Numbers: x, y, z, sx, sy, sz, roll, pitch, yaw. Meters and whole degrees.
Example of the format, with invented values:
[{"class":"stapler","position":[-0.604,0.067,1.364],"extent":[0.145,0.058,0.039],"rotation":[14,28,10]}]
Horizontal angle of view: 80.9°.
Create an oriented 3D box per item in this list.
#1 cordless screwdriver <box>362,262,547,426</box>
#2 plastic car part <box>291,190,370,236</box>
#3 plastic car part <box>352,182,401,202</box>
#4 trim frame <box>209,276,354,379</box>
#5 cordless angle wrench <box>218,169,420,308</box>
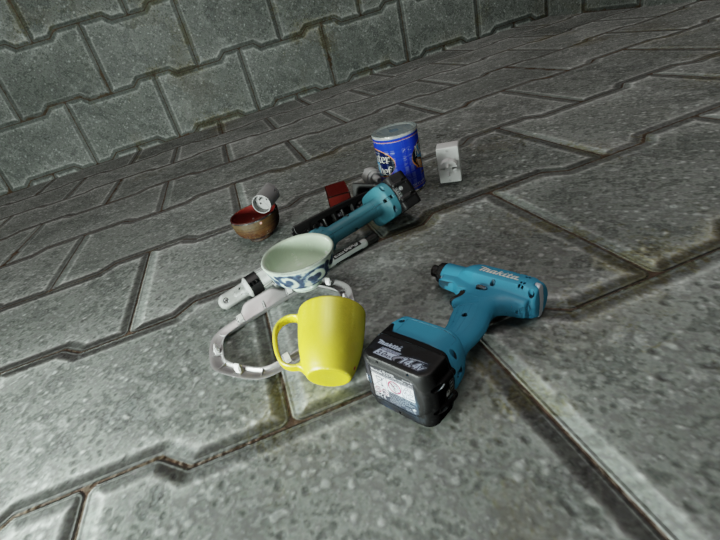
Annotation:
[{"class":"cordless screwdriver","position":[0.100,0.065,0.530],"extent":[0.243,0.072,0.168],"rotation":[-34,34,-32]},{"class":"plastic car part","position":[-0.052,-0.100,0.881],"extent":[0.200,0.066,0.069],"rotation":[-30,6,-19]},{"class":"plastic car part","position":[0.049,-0.168,0.941],"extent":[0.121,0.064,0.069],"rotation":[5,22,27]},{"class":"trim frame","position":[-0.120,0.079,0.657],"extent":[0.244,0.026,0.195],"rotation":[-33,34,-21]},{"class":"cordless angle wrench","position":[-0.077,-0.051,0.790],"extent":[0.417,0.075,0.099],"rotation":[-34,0,-17]}]
